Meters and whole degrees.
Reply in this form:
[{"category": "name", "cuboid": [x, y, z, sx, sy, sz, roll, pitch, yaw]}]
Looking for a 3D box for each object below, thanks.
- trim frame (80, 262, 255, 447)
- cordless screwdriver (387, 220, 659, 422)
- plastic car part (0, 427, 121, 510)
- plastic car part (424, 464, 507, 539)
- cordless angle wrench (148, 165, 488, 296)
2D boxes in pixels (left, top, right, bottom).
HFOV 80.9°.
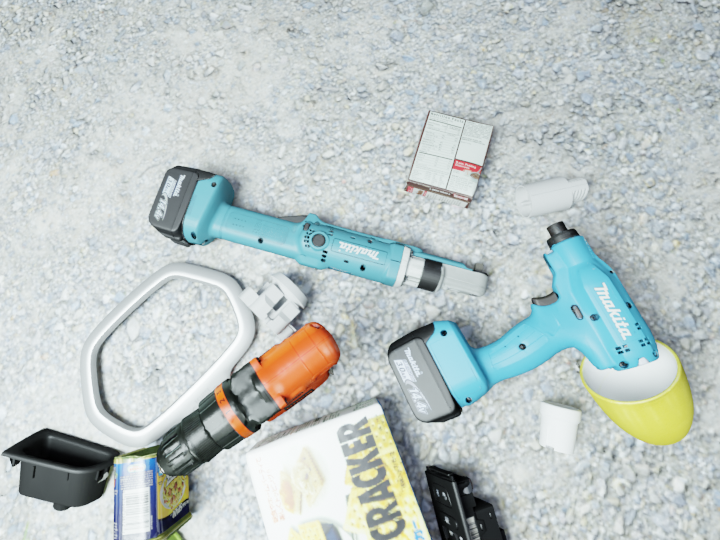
[{"category": "trim frame", "cuboid": [-0.250, 0.102, 0.543, 0.189, 0.027, 0.247, 42, 81, 15]}, {"category": "cordless screwdriver", "cuboid": [0.152, 0.059, 0.461, 0.252, 0.071, 0.164, -24, 70, 13]}, {"category": "plastic car part", "cuboid": [-0.355, 0.245, 0.503, 0.118, 0.065, 0.071, 15, 93, 4]}, {"category": "plastic car part", "cuboid": [0.125, 0.312, 0.438, 0.065, 0.067, 0.207, -2, 72, -24]}, {"category": "cordless angle wrench", "cuboid": [-0.053, -0.034, 0.539, 0.429, 0.073, 0.098, 15, 78, 7]}]
